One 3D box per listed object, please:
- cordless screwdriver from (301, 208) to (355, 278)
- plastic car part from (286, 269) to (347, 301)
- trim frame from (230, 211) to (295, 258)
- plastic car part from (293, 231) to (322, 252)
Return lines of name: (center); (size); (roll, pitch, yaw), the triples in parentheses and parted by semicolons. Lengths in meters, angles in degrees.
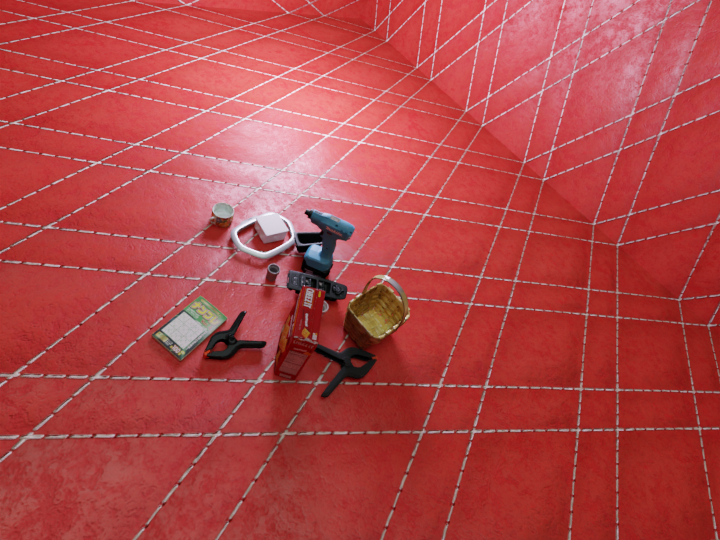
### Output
cordless screwdriver: (-0.132, -0.086, 1.345); (0.159, 0.247, 0.075); (27, 46, -2)
plastic car part: (-0.140, 0.060, 1.338); (0.198, 0.066, 0.068); (11, 48, -14)
trim frame: (-0.328, -0.124, 1.451); (0.190, 0.027, 0.243); (40, 48, 14)
plastic car part: (-0.177, -0.091, 1.454); (0.112, 0.070, 0.069); (-2, 53, -26)
